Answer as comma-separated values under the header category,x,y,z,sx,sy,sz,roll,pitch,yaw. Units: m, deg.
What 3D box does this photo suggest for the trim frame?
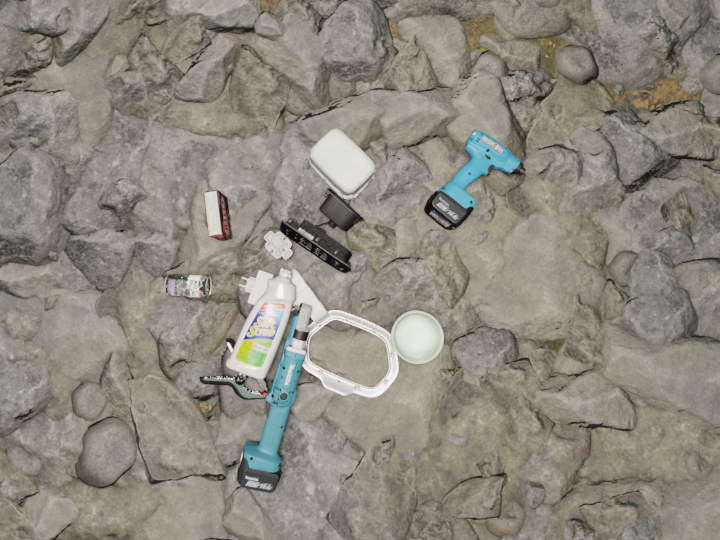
category,x,y,z,sx,sy,sz,roll,pitch,yaw
trim frame,-0.027,0.204,1.023,0.249,0.027,0.184,23,86,2

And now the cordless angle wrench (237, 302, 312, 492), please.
category,x,y,z,sx,sy,sz,roll,pitch,yaw
cordless angle wrench,-0.181,0.282,0.973,0.096,0.075,0.423,16,89,-10

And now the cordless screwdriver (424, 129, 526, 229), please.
category,x,y,z,sx,sy,sz,roll,pitch,yaw
cordless screwdriver,0.281,-0.208,1.034,0.160,0.074,0.248,35,82,3

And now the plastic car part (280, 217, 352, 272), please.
category,x,y,z,sx,sy,sz,roll,pitch,yaw
plastic car part,-0.102,-0.066,1.039,0.205,0.066,0.066,38,60,5

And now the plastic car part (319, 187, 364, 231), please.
category,x,y,z,sx,sy,sz,roll,pitch,yaw
plastic car part,-0.057,-0.141,1.046,0.117,0.065,0.071,45,102,0
